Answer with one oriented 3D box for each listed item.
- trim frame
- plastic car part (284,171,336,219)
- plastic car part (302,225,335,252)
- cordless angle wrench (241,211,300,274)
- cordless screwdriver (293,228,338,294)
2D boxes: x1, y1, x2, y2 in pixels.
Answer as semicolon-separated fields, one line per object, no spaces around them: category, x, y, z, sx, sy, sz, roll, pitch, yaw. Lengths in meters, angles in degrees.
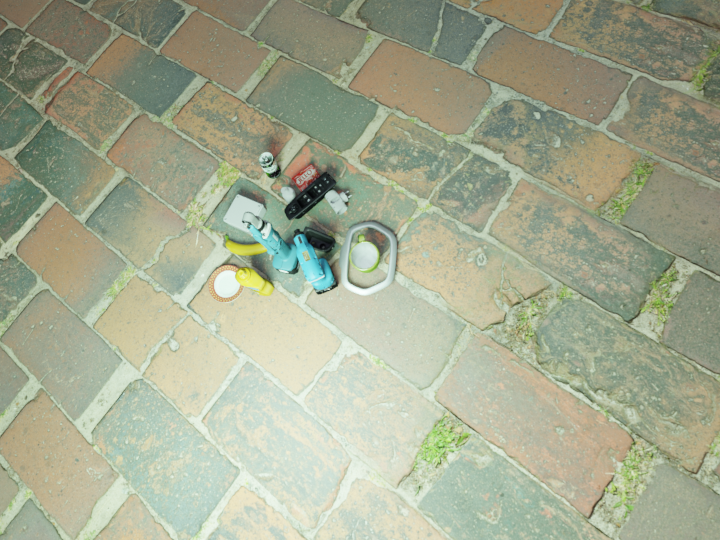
trim frame;0.022;-0.042;1.354;0.188;0.026;0.252;3;74;12
plastic car part;-0.172;-0.243;1.433;0.202;0.065;0.069;-39;73;-3
plastic car part;-0.135;-0.088;1.377;0.120;0.068;0.066;21;79;15
cordless angle wrench;-0.254;-0.083;1.218;0.076;0.410;0.099;11;77;9
cordless screwdriver;-0.140;-0.021;1.266;0.074;0.241;0.164;-24;73;0
